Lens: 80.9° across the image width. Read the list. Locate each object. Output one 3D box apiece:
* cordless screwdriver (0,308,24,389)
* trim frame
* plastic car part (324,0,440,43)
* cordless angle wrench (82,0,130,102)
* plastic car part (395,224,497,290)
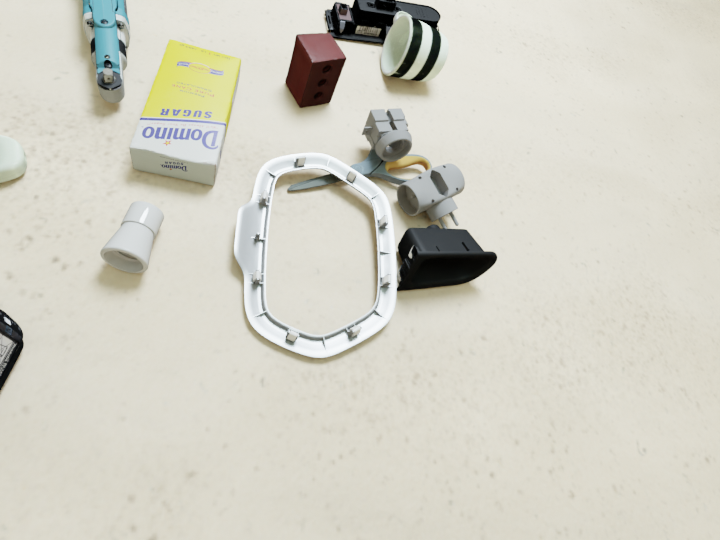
[{"bbox_3d":[-0.396,0.034,0.313,0.245,0.074,0.163,9,61,-8],"label":"cordless screwdriver"},{"bbox_3d":[-0.046,-0.030,0.471,0.181,0.027,0.254,5,67,-11],"label":"trim frame"},{"bbox_3d":[0.047,-0.414,0.694,0.197,0.067,0.069,0,57,-20],"label":"plastic car part"},{"bbox_3d":[-0.339,-0.395,0.556,0.072,0.098,0.434,-7,69,-23],"label":"cordless angle wrench"},{"bbox_3d":[0.092,-0.023,0.502,0.113,0.065,0.074,-6,52,-24],"label":"plastic car part"}]
